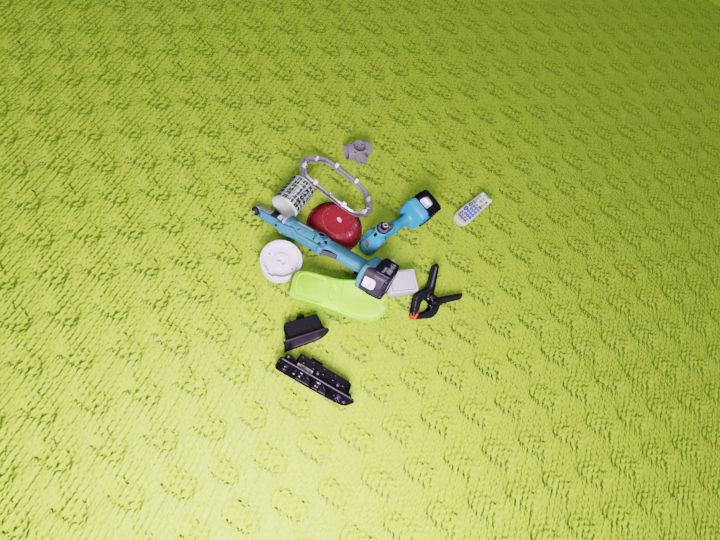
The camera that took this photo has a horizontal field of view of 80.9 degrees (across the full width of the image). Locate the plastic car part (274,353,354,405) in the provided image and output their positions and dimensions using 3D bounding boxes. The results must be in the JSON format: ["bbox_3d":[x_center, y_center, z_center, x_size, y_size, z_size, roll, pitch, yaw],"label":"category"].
[{"bbox_3d":[-0.104,0.257,1.018,0.205,0.066,0.067,32,41,4],"label":"plastic car part"}]

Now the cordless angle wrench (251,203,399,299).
[{"bbox_3d":[-0.108,-0.071,1.106,0.436,0.073,0.096,29,32,15],"label":"cordless angle wrench"}]

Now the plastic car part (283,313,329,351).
[{"bbox_3d":[-0.146,0.146,1.054,0.114,0.065,0.074,-19,62,-22],"label":"plastic car part"}]

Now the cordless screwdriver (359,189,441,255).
[{"bbox_3d":[0.113,-0.138,1.157,0.244,0.159,0.076,-34,83,-23],"label":"cordless screwdriver"}]

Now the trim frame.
[{"bbox_3d":[-0.064,-0.243,1.193,0.247,0.028,0.184,39,39,-3],"label":"trim frame"}]
